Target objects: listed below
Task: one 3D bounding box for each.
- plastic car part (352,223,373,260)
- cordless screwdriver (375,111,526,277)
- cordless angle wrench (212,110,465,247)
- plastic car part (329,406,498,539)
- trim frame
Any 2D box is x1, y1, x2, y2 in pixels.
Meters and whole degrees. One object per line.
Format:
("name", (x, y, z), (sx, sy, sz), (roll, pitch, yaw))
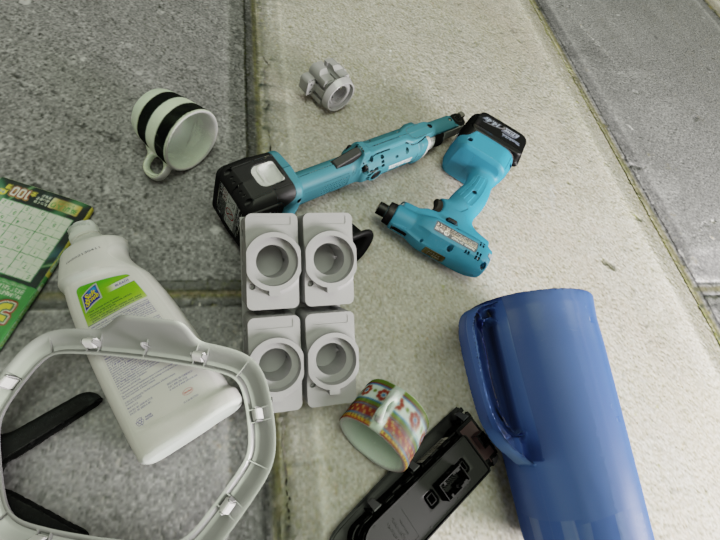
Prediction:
("plastic car part", (-0.051, -0.033, 0.519), (0.113, 0.064, 0.074), (-28, 60, -30))
("cordless screwdriver", (0.132, -0.124, 0.606), (0.160, 0.074, 0.249), (28, 62, 1))
("cordless angle wrench", (0.004, -0.152, 0.585), (0.412, 0.098, 0.076), (-29, 75, -31))
("plastic car part", (0.064, 0.217, 0.406), (0.199, 0.067, 0.067), (-31, 84, -24))
("trim frame", (-0.191, 0.129, 0.337), (0.251, 0.027, 0.188), (5, 65, 5))
